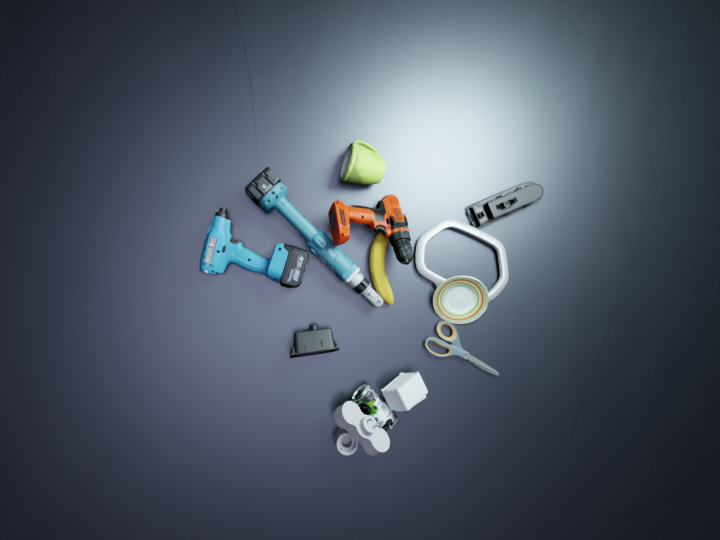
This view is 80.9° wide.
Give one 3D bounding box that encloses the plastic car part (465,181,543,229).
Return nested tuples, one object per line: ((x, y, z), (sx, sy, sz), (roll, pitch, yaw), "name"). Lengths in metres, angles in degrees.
((0.373, -0.173, 1.062), (0.201, 0.067, 0.067), (-23, 83, -9), "plastic car part")

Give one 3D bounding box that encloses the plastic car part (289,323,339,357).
((-0.114, 0.165, 1.002), (0.115, 0.065, 0.072), (-10, 74, -10), "plastic car part")

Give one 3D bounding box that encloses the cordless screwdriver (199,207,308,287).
((-0.245, -0.050, 0.999), (0.249, 0.074, 0.160), (12, 85, 0), "cordless screwdriver")

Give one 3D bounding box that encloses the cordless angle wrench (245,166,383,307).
((-0.098, -0.064, 1.003), (0.420, 0.099, 0.074), (45, 80, -4), "cordless angle wrench")

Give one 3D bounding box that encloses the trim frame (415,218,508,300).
((0.255, -0.022, 1.057), (0.246, 0.028, 0.184), (24, 83, -4), "trim frame")
